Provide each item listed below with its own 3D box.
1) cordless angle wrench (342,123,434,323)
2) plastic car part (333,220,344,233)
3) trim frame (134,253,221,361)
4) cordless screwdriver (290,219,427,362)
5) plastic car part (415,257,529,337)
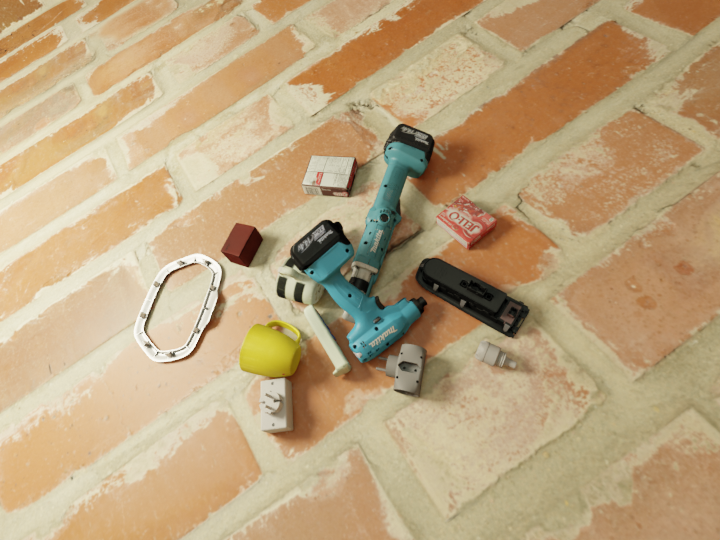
[{"bbox_3d":[0.043,-0.098,0.850,0.098,0.074,0.426,21,72,-4],"label":"cordless angle wrench"},{"bbox_3d":[-0.084,-0.055,0.863,0.073,0.064,0.115,-8,21,25],"label":"plastic car part"},{"bbox_3d":[-0.392,0.073,0.913,0.190,0.026,0.252,6,63,18],"label":"trim frame"},{"bbox_3d":[-0.005,0.020,0.752,0.158,0.075,0.249,-36,90,-10],"label":"cordless screwdriver"},{"bbox_3d":[0.187,0.035,0.748,0.213,0.064,0.066,30,80,30],"label":"plastic car part"}]
